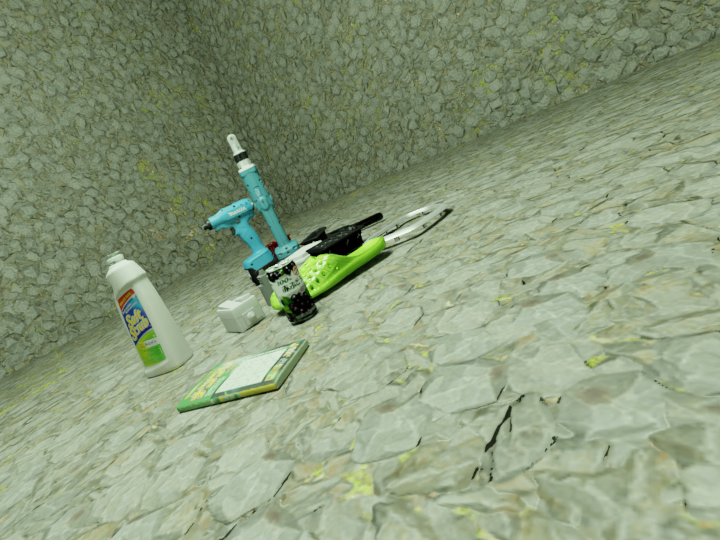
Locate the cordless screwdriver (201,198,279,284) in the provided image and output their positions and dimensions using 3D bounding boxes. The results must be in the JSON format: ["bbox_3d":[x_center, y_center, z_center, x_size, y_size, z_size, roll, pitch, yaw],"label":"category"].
[{"bbox_3d":[-0.345,-0.072,1.246,0.156,0.245,0.077,-30,10,-21],"label":"cordless screwdriver"}]

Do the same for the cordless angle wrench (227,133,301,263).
[{"bbox_3d":[-0.278,-0.195,1.218,0.074,0.417,0.100,-26,9,-5],"label":"cordless angle wrench"}]

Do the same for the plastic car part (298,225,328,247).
[{"bbox_3d":[-0.121,-0.079,1.235,0.068,0.070,0.115,-20,13,26],"label":"plastic car part"}]

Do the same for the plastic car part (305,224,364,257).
[{"bbox_3d":[-0.048,-0.066,1.064,0.069,0.066,0.199,-17,16,39],"label":"plastic car part"}]

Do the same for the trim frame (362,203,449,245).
[{"bbox_3d":[0.111,-0.110,1.023,0.191,0.027,0.243,-11,20,47],"label":"trim frame"}]
